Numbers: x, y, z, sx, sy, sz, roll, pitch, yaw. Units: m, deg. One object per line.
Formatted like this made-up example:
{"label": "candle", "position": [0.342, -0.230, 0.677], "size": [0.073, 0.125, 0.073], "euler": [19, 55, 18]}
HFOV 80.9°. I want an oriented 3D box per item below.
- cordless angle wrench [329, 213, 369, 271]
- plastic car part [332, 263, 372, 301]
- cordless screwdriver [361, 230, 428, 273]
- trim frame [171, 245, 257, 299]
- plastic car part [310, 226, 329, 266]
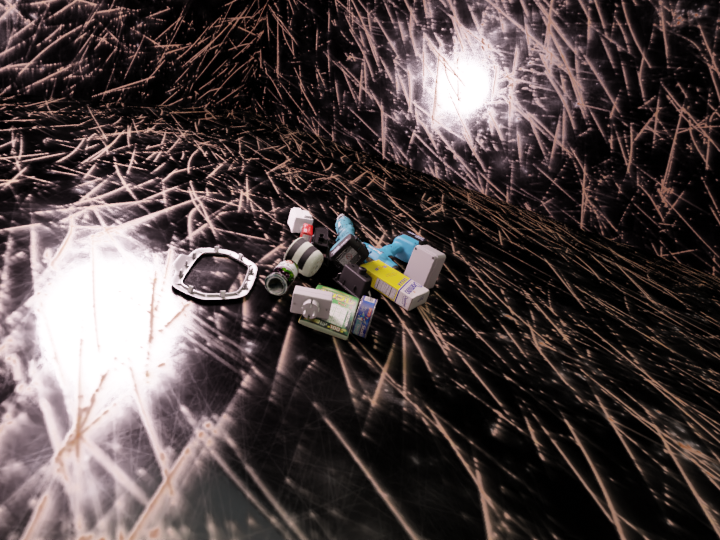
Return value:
{"label": "cordless angle wrench", "position": [-0.047, -0.114, 1.321], "size": [0.072, 0.098, 0.433], "euler": [42, 12, -18]}
{"label": "plastic car part", "position": [-0.008, 0.021, 1.074], "size": [0.063, 0.070, 0.123], "euler": [-4, 28, -38]}
{"label": "cordless screwdriver", "position": [0.119, -0.048, 1.298], "size": [0.239, 0.073, 0.168], "euler": [-17, 39, -44]}
{"label": "trim frame", "position": [-0.337, 0.000, 0.982], "size": [0.183, 0.027, 0.254], "euler": [11, 26, -6]}
{"label": "plastic car part", "position": [-0.121, -0.079, 1.242], "size": [0.066, 0.066, 0.207], "euler": [3, 22, -4]}
